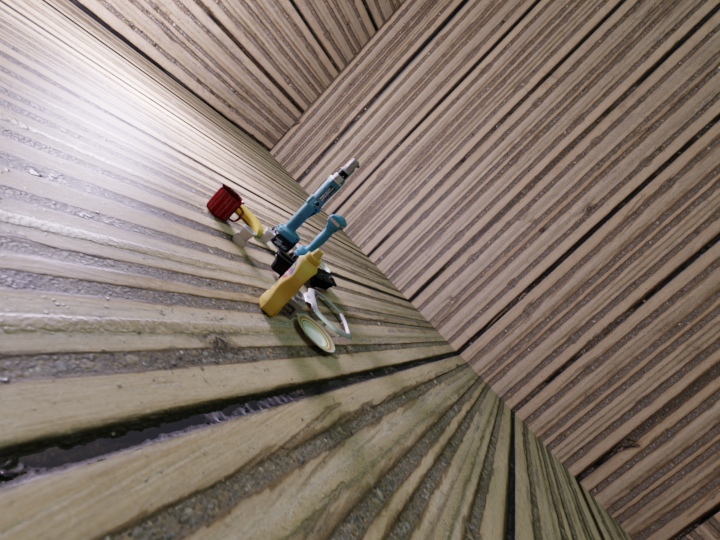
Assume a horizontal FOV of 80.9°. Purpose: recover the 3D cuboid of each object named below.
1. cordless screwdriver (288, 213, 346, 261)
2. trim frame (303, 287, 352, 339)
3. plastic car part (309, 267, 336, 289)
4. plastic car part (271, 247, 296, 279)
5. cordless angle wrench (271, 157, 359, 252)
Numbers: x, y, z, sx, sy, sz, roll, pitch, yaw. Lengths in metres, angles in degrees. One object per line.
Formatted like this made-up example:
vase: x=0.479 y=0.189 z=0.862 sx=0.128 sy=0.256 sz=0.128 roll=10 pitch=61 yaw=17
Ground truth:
cordless screwdriver: x=-0.144 y=-0.094 z=1.476 sx=0.076 sy=0.249 sz=0.156 roll=46 pitch=9 yaw=6
trim frame: x=-0.102 y=0.132 z=1.320 sx=0.178 sy=0.027 sz=0.256 roll=41 pitch=8 yaw=-20
plastic car part: x=-0.137 y=0.036 z=1.499 sx=0.069 sy=0.067 sz=0.195 roll=47 pitch=9 yaw=18
plastic car part: x=-0.222 y=-0.003 z=1.265 sx=0.113 sy=0.071 sz=0.068 roll=42 pitch=9 yaw=-17
cordless angle wrench: x=-0.163 y=-0.247 z=1.539 sx=0.093 sy=0.424 sz=0.078 roll=39 pitch=11 yaw=-32
